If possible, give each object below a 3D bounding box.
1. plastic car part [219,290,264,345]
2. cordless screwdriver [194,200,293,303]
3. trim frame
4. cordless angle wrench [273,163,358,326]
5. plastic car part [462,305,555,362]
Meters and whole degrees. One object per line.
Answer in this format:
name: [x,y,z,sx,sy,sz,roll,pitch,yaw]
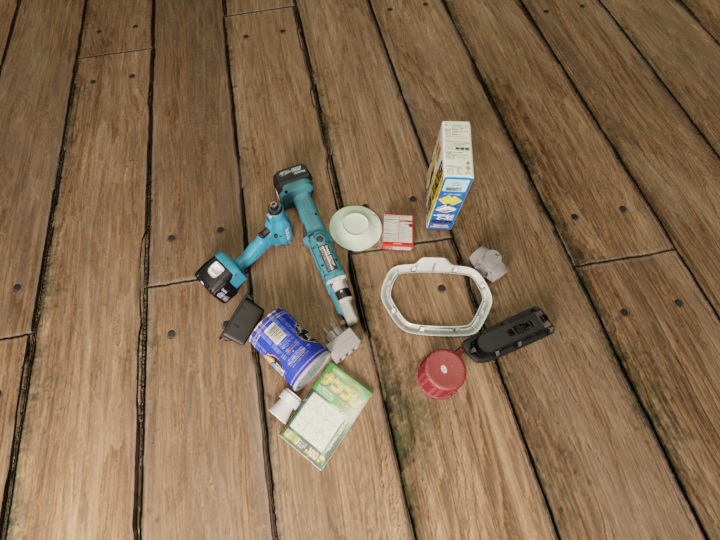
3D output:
plastic car part: [-0.252,0.115,0.934,0.071,0.066,0.117,26,70,-3]
cordless screwdriver: [-0.257,-0.047,0.957,0.077,0.155,0.247,41,73,16]
trim frame: [0.171,0.057,0.956,0.251,0.027,0.188,1,63,5]
cordless angle wrench: [-0.099,-0.065,1.009,0.097,0.072,0.438,-21,67,-9]
plastic car part: [0.318,0.136,0.893,0.202,0.065,0.068,-23,73,-6]
